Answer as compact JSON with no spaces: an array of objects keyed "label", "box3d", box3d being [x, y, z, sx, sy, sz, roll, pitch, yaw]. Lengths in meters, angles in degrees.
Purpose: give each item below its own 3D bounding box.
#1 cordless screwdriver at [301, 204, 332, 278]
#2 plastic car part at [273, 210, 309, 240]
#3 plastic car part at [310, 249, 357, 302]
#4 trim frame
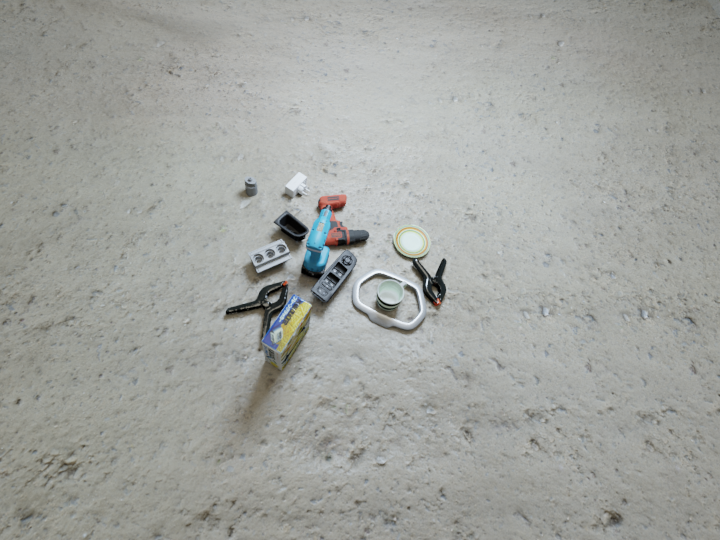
[{"label":"cordless screwdriver","box3d":[-0.130,-0.085,1.327,0.075,0.245,0.161,17,63,-1]},{"label":"plastic car part","box3d":[-0.232,-0.138,1.447,0.120,0.069,0.065,38,66,14]},{"label":"plastic car part","box3d":[-0.081,0.022,1.376,0.068,0.066,0.202,33,65,10]},{"label":"trim frame","box3d":[0.093,0.093,1.372,0.252,0.027,0.185,23,63,8]}]
